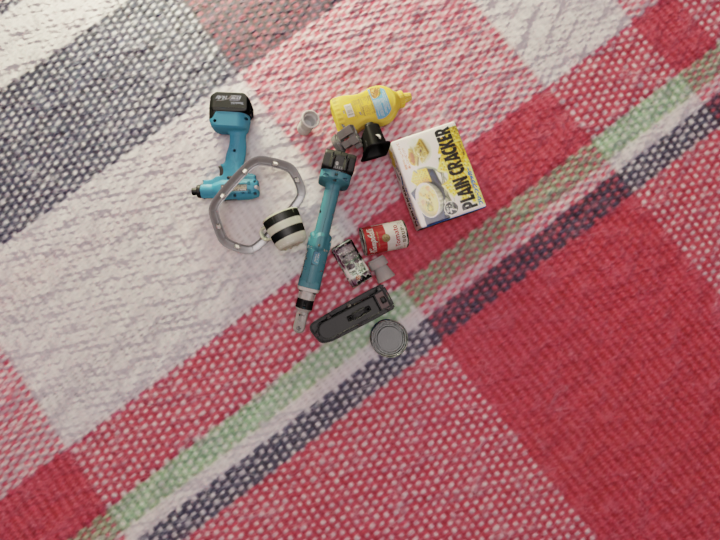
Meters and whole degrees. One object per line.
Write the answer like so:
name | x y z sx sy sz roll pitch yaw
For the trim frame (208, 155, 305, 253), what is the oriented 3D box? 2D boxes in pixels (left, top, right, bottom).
trim frame | -0.235 -0.150 0.979 0.248 0.029 0.175 -49 120 -4

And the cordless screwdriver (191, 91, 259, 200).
cordless screwdriver | -0.325 -0.289 1.003 0.159 0.074 0.249 -3 89 -1

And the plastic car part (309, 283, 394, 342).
plastic car part | -0.019 0.108 0.974 0.203 0.067 0.066 -27 96 1

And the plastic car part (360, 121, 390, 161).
plastic car part | 0.029 -0.305 0.978 0.066 0.116 0.072 -17 85 -4

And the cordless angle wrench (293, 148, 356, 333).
cordless angle wrench | -0.095 -0.062 0.975 0.074 0.099 0.423 14 89 -6
